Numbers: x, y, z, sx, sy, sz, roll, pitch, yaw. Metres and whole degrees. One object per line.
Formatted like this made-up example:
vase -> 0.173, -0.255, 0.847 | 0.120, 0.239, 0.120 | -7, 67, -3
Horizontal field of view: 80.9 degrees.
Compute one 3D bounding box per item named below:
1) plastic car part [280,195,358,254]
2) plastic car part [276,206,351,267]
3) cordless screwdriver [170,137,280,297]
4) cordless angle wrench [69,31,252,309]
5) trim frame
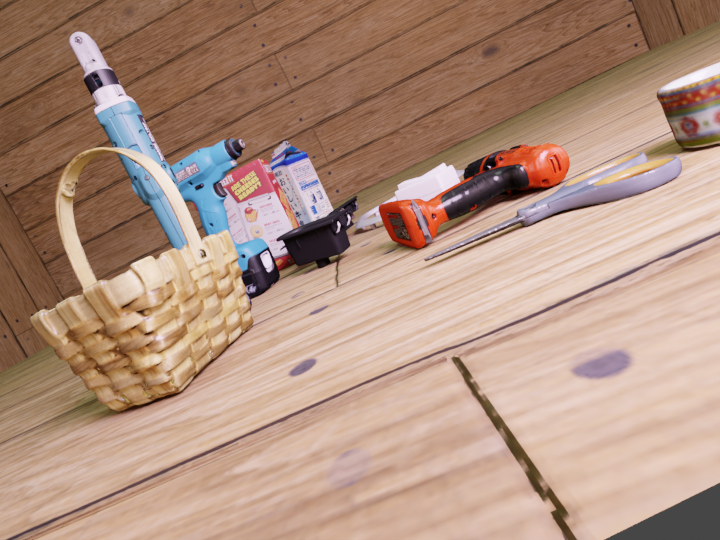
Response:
plastic car part -> -0.071, -0.072, 0.803 | 0.069, 0.066, 0.198 | -16, 15, 47
plastic car part -> -0.063, -0.041, 0.640 | 0.120, 0.070, 0.065 | -20, 11, 32
cordless screwdriver -> -0.208, -0.080, 0.686 | 0.163, 0.246, 0.073 | -23, 7, 21
cordless angle wrench -> -0.274, -0.117, 0.567 | 0.074, 0.418, 0.099 | -27, 6, -6
trim frame -> 0.095, -0.139, 0.834 | 0.244, 0.027, 0.190 | -30, 12, -19
